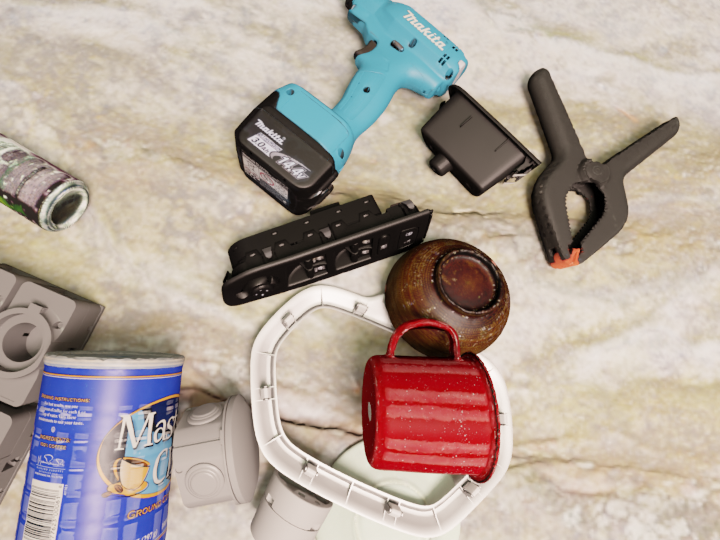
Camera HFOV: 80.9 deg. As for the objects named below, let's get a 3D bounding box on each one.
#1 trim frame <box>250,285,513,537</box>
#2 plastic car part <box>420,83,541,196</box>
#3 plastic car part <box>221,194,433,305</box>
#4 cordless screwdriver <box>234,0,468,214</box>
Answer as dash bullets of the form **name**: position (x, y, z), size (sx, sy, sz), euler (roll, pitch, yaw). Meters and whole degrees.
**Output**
- **trim frame**: position (0.020, 0.112, 0.375), size (0.250, 0.027, 0.185), euler (24, 67, 3)
- **plastic car part**: position (0.107, -0.120, 0.428), size (0.071, 0.065, 0.119), euler (-44, 82, 3)
- **plastic car part**: position (-0.039, -0.025, 0.394), size (0.201, 0.065, 0.069), euler (-23, 73, -8)
- **cordless screwdriver**: position (-0.025, -0.185, 0.425), size (0.161, 0.074, 0.247), euler (43, 75, 5)
